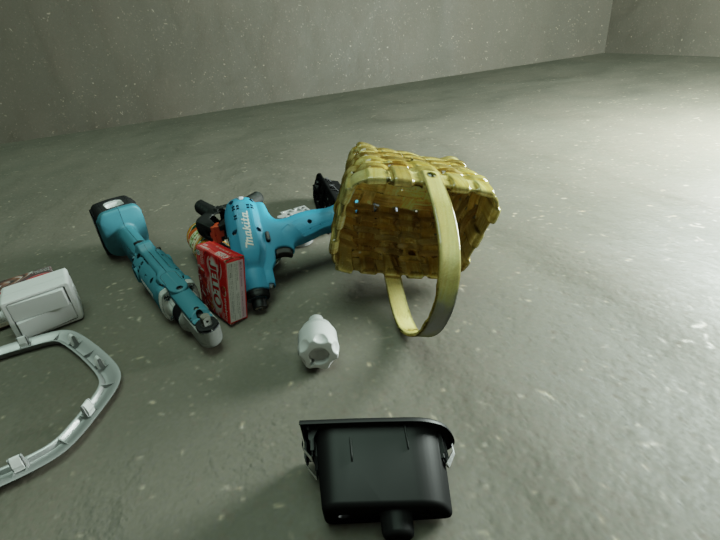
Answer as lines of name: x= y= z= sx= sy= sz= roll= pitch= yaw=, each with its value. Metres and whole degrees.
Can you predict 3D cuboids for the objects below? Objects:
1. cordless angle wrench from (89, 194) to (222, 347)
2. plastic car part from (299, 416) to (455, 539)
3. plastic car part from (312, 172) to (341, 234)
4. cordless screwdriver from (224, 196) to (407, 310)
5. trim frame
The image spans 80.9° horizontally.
cordless angle wrench: x=-0.306 y=-0.006 z=0.624 sx=0.072 sy=0.095 sz=0.448 roll=-26 pitch=38 yaw=-32
plastic car part: x=0.015 y=0.150 z=0.302 sx=0.117 sy=0.063 sz=0.073 roll=-2 pitch=44 yaw=4
plastic car part: x=-0.053 y=-0.138 z=0.804 sx=0.065 sy=0.065 sz=0.212 roll=-5 pitch=28 yaw=-17
cordless screwdriver: x=-0.059 y=-0.038 z=0.600 sx=0.243 sy=0.074 sz=0.164 roll=-10 pitch=67 yaw=-16
trim frame: x=-0.370 y=0.132 z=0.451 sx=0.262 sy=0.027 sz=0.180 roll=18 pitch=40 yaw=35
